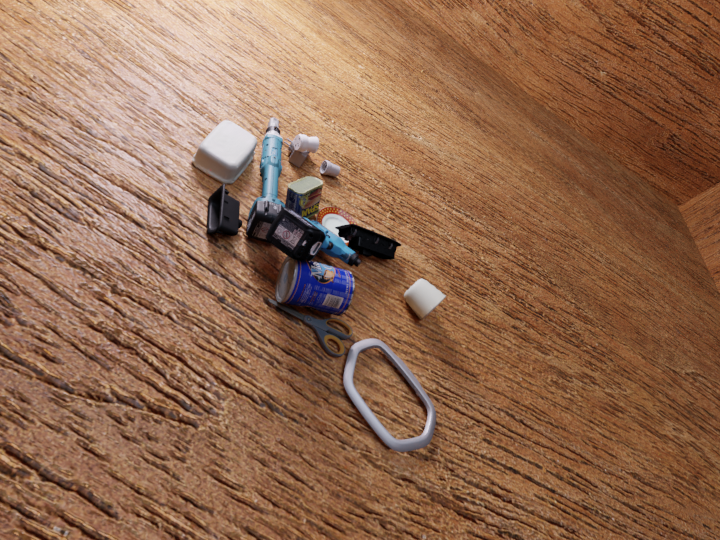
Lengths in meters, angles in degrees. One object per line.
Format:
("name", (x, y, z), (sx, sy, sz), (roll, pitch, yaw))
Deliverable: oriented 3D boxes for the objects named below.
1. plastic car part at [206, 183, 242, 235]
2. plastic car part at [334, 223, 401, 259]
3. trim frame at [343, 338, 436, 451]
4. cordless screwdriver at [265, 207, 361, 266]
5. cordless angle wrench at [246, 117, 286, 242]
("plastic car part", (-0.295, -0.119, 0.934), (0.067, 0.067, 0.120), (19, 50, -42))
("plastic car part", (0.029, -0.067, 1.077), (0.192, 0.069, 0.068), (12, 70, -41))
("trim frame", (0.062, 0.258, 0.892), (0.254, 0.028, 0.179), (48, 46, 10))
("cordless screwdriver", (-0.090, -0.059, 0.916), (0.164, 0.074, 0.242), (35, 9, 13))
("cordless angle wrench", (-0.226, -0.257, 1.062), (0.072, 0.098, 0.438), (14, 47, -23))
